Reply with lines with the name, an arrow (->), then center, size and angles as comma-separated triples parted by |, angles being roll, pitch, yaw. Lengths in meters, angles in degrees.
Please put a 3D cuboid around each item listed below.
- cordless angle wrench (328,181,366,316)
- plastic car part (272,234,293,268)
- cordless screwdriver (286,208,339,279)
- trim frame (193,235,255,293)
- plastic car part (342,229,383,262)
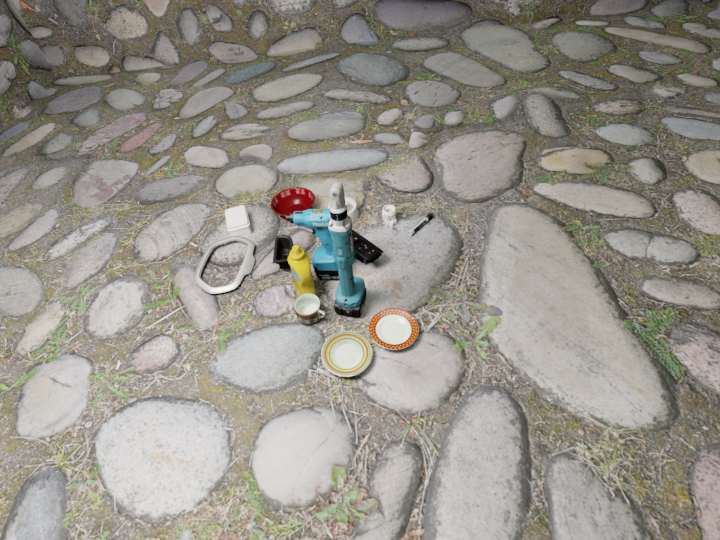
cordless angle wrench -> -0.040, -0.041, 1.060 | 0.076, 0.407, 0.099 | 9, 48, 14
plastic car part -> -0.238, -0.051, 1.339 | 0.066, 0.068, 0.121 | -7, 46, 1
cordless screwdriver -> -0.120, -0.078, 1.225 | 0.162, 0.239, 0.076 | 3, 47, 10
trim frame -> -0.438, -0.023, 1.377 | 0.188, 0.026, 0.254 | 0, 47, 10
plastic car part -> -0.016, -0.079, 1.329 | 0.065, 0.064, 0.214 | -32, 50, -21
